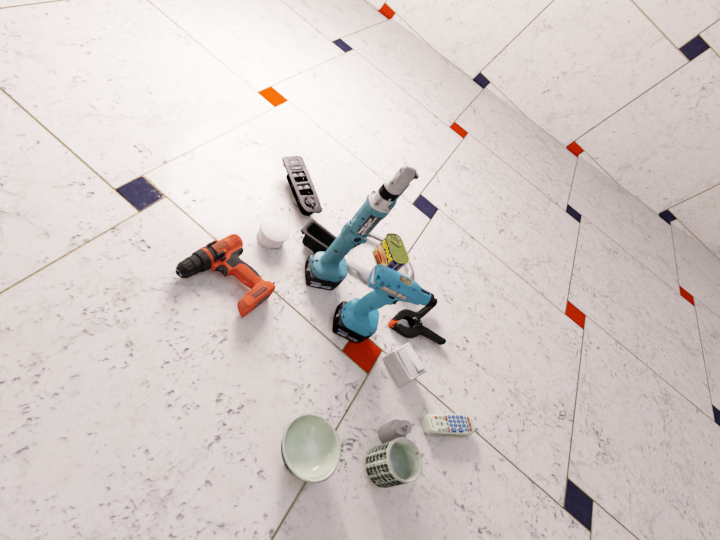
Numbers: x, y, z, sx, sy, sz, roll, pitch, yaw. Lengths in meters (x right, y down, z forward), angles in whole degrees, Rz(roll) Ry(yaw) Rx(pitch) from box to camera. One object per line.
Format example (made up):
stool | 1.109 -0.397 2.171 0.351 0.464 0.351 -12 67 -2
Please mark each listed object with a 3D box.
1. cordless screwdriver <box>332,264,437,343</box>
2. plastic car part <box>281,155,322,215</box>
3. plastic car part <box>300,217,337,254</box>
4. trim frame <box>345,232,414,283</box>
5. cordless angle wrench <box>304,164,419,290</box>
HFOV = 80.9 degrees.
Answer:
cordless screwdriver | 0.047 0.089 0.979 0.155 0.250 0.076 27 48 -14
plastic car part | -0.176 -0.239 1.231 0.063 0.067 0.210 -8 61 -36
plastic car part | -0.111 -0.073 1.137 0.117 0.071 0.065 39 46 0
trim frame | 0.049 -0.031 1.228 0.243 0.027 0.187 25 47 -12
cordless angle wrench | -0.008 -0.090 0.964 0.094 0.426 0.077 15 52 -25
